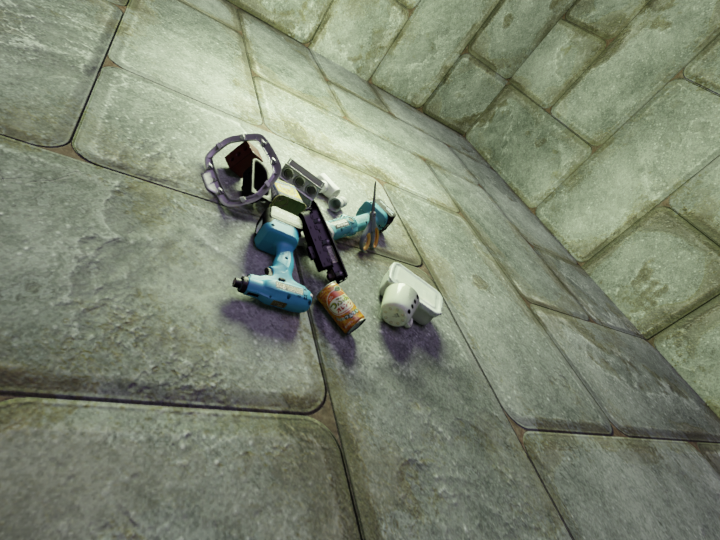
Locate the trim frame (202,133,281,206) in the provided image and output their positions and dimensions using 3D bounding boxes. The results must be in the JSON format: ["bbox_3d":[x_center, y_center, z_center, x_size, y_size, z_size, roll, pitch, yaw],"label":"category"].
[{"bbox_3d":[-0.292,-0.251,1.022,0.260,0.184,0.026,60,-3,32],"label":"trim frame"}]

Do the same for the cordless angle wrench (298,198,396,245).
[{"bbox_3d":[-0.041,-0.124,1.169,0.101,0.074,0.410,46,34,13],"label":"cordless angle wrench"}]

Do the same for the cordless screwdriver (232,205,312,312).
[{"bbox_3d":[-0.189,-0.031,0.887,0.152,0.075,0.259,18,39,-29],"label":"cordless screwdriver"}]

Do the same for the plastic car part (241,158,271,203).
[{"bbox_3d":[-0.268,-0.213,1.053,0.062,0.072,0.121,27,42,-45],"label":"plastic car part"}]

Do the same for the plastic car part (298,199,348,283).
[{"bbox_3d":[-0.097,-0.063,0.988,0.065,0.066,0.207,-14,77,-18],"label":"plastic car part"}]
